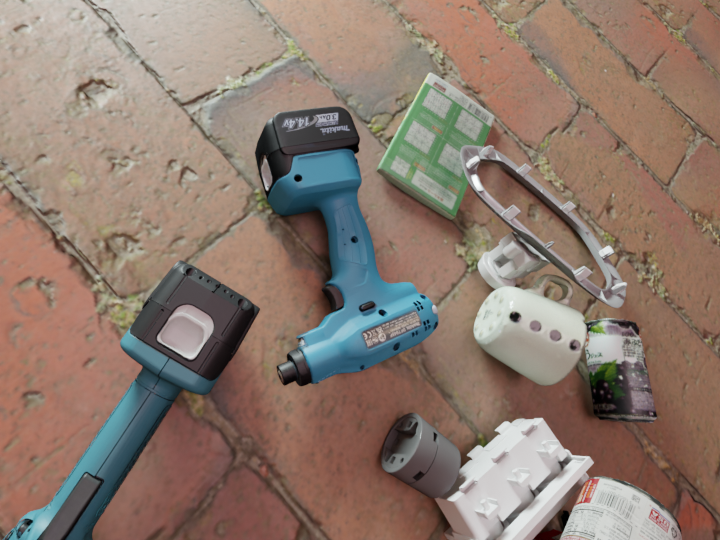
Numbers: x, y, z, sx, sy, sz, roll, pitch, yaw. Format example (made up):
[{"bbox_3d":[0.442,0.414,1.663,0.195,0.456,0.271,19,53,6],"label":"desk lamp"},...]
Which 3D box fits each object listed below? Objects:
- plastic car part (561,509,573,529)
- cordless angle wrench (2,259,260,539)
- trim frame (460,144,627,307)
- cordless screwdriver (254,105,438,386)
[{"bbox_3d":[0.247,0.328,0.376,0.063,0.068,0.207,13,64,-43],"label":"plastic car part"},{"bbox_3d":[-0.209,0.191,0.273,0.073,0.099,0.424,31,69,-8],"label":"cordless angle wrench"},{"bbox_3d":[0.212,-0.061,0.484,0.248,0.028,0.183,41,40,-2],"label":"trim frame"},{"bbox_3d":[-0.040,-0.026,0.406,0.155,0.075,0.252,-19,82,-23],"label":"cordless screwdriver"}]
